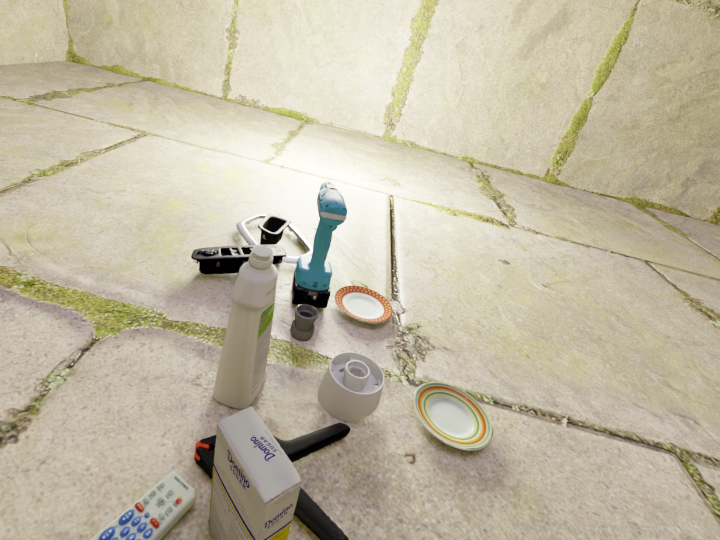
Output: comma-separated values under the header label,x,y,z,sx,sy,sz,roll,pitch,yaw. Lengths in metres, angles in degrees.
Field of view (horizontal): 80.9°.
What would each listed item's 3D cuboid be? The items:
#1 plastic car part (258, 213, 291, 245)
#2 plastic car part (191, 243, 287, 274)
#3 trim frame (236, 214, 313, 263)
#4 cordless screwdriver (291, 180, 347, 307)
label,x,y,z,sx,sy,sz,roll,pitch,yaw
plastic car part,-0.223,-0.088,1.056,0.066,0.070,0.117,16,28,1
plastic car part,-0.267,-0.023,0.925,0.196,0.066,0.070,1,31,-23
trim frame,-0.217,-0.084,1.096,0.177,0.027,0.263,-9,36,-36
cordless screwdriver,-0.086,-0.056,0.876,0.073,0.245,0.165,9,28,-14
